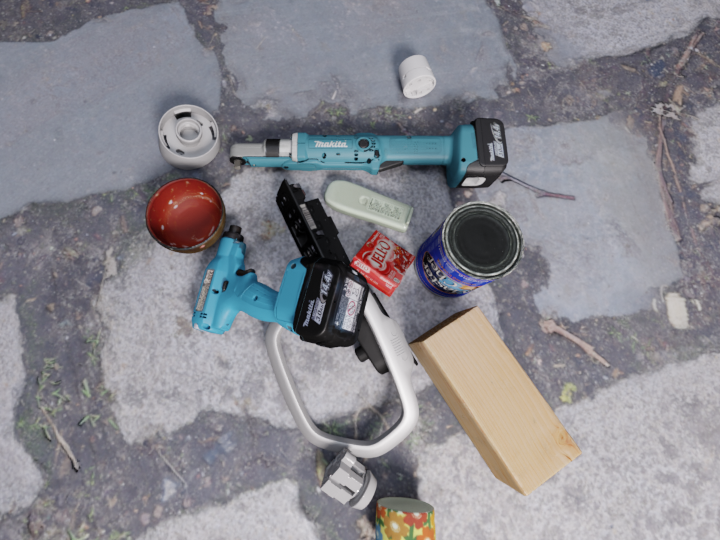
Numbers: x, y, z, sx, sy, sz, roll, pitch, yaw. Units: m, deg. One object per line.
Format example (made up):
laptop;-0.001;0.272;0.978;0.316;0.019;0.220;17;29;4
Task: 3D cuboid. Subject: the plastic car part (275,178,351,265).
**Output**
plastic car part;-0.062;-0.040;0.631;0.065;0.067;0.208;-14;73;-33

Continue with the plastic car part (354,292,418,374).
plastic car part;0.022;0.097;0.595;0.071;0.064;0.118;-29;81;5

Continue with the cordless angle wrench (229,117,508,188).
cordless angle wrench;0.005;-0.186;0.669;0.424;0.073;0.099;1;75;1

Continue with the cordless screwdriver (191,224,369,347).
cordless screwdriver;-0.113;0.013;0.553;0.260;0.070;0.161;1;72;33

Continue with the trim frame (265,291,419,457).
trim frame;-0.025;0.129;0.565;0.186;0.027;0.251;-25;84;11
